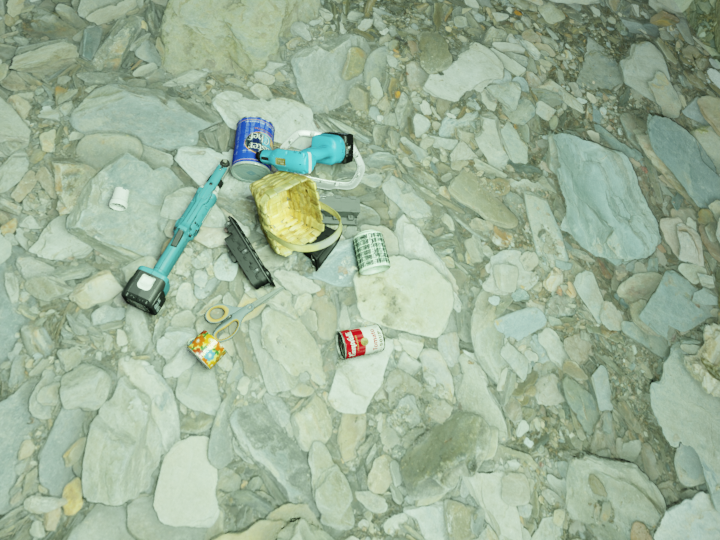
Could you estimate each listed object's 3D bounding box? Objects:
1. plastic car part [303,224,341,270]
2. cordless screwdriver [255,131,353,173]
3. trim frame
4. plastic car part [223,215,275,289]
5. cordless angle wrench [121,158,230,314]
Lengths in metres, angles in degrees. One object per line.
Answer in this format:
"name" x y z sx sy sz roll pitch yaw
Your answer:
"plastic car part" -0.106 -0.069 1.081 0.073 0.064 0.116 28 64 11
"cordless screwdriver" -0.133 -0.297 1.063 0.167 0.072 0.243 15 30 28
"trim frame" -0.106 -0.307 1.178 0.244 0.027 0.187 10 70 -11
"plastic car part" -0.277 -0.034 1.025 0.066 0.066 0.206 -36 82 -12
"cordless angle wrench" -0.415 -0.102 1.011 0.074 0.098 0.426 24 63 -7
